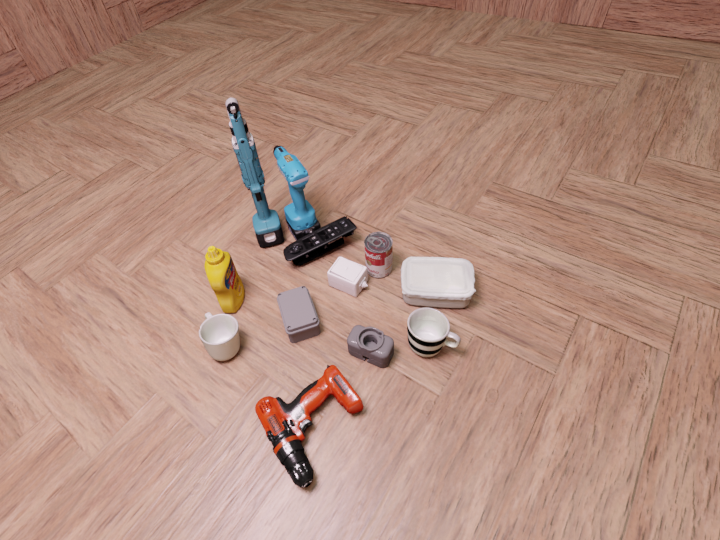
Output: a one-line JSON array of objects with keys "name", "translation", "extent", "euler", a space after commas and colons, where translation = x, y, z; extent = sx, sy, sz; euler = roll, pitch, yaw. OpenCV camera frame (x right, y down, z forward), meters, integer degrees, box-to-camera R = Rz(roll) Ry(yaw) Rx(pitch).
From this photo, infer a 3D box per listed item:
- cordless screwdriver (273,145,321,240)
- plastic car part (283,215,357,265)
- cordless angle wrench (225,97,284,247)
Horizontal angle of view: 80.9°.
[{"name": "cordless screwdriver", "translation": [-0.175, -0.203, 1.120], "extent": [0.073, 0.239, 0.168], "euler": [-23, 52, -15]}, {"name": "plastic car part", "translation": [-0.109, -0.071, 1.114], "extent": [0.200, 0.064, 0.070], "euler": [-25, 52, -13]}, {"name": "cordless angle wrench", "translation": [-0.265, -0.229, 1.045], "extent": [0.074, 0.407, 0.102], "euler": [-14, 50, -8]}]
